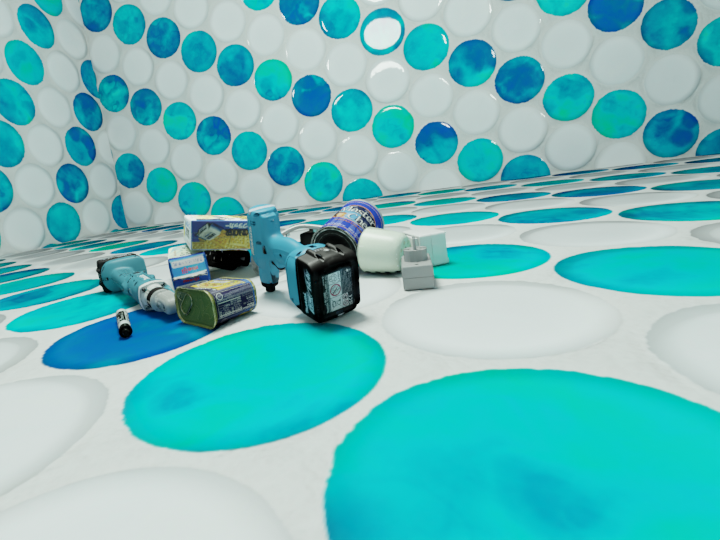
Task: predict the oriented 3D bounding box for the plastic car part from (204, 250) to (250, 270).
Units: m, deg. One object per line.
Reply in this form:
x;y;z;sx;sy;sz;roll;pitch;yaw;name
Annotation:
-0.336;-0.035;1.069;0.064;0.066;0.213;15;-4;-37;plastic car part

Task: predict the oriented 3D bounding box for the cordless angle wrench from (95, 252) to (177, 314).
-0.435;0.029;0.835;0.094;0.073;0.445;-17;18;-37;cordless angle wrench

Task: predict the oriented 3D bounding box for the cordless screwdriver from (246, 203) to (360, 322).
-0.103;0.002;0.656;0.072;0.155;0.263;-17;30;-31;cordless screwdriver

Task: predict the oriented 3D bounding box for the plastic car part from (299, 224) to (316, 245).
-0.122;-0.082;1.096;0.068;0.070;0.115;-2;17;20;plastic car part

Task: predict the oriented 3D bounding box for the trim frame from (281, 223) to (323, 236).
-0.095;-0.062;0.975;0.260;0.026;0.182;8;36;27;trim frame
